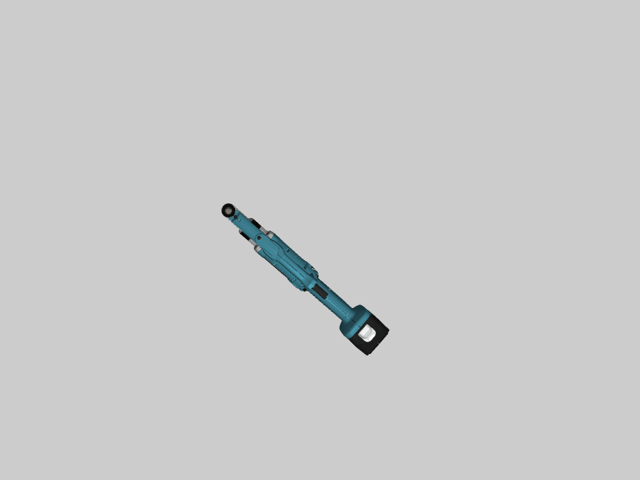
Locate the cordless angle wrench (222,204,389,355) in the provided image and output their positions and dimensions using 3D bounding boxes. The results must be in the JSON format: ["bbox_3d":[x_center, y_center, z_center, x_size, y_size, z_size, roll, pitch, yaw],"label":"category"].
[{"bbox_3d":[-0.036,0.073,0.866,0.423,0.074,0.098,43,-3,-13],"label":"cordless angle wrench"}]
